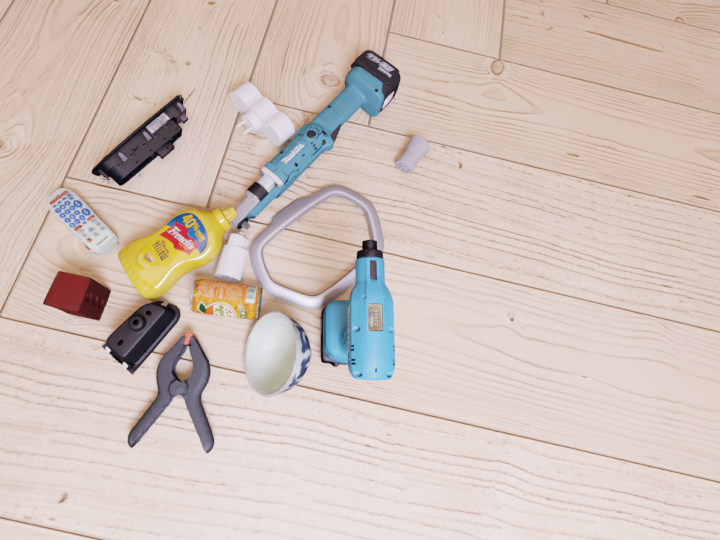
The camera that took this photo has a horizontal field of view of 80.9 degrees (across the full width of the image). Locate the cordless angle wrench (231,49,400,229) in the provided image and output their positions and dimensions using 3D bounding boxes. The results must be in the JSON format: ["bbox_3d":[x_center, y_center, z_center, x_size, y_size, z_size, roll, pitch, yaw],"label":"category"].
[{"bbox_3d":[-0.089,-0.235,0.772,0.099,0.074,0.421,39,74,6],"label":"cordless angle wrench"}]

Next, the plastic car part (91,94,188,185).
[{"bbox_3d":[-0.377,-0.220,0.745,0.201,0.069,0.065,-46,110,-19],"label":"plastic car part"}]

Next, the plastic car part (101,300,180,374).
[{"bbox_3d":[-0.332,0.089,0.634,0.067,0.070,0.116,38,74,3],"label":"plastic car part"}]

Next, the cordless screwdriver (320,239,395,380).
[{"bbox_3d":[-0.007,0.060,0.582,0.073,0.249,0.161,2,78,-10],"label":"cordless screwdriver"}]

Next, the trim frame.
[{"bbox_3d":[-0.071,-0.047,0.731,0.246,0.027,0.187,-40,80,-15],"label":"trim frame"}]
